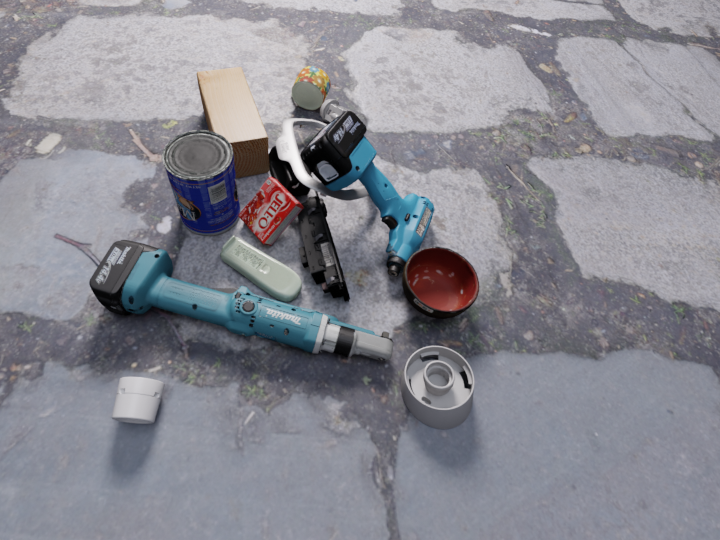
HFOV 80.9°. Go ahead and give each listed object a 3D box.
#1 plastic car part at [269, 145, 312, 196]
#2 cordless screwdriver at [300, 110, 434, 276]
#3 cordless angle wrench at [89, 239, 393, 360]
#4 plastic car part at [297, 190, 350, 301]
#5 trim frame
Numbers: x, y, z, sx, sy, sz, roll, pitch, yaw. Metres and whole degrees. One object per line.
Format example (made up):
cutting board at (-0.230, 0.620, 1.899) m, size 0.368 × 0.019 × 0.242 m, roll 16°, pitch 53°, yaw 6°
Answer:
plastic car part at (-0.121, -0.179, 0.769) m, size 0.068 × 0.065 × 0.121 m, roll -1°, pitch 53°, yaw -26°
cordless screwdriver at (0.014, -0.116, 0.669) m, size 0.239 × 0.077 × 0.160 m, roll 42°, pitch 55°, yaw -22°
cordless angle wrench at (-0.160, 0.060, 0.603) m, size 0.425 × 0.073 × 0.099 m, roll 15°, pitch 58°, yaw 2°
plastic car part at (-0.067, -0.044, 0.685) m, size 0.068 × 0.063 × 0.210 m, roll -19°, pitch 59°, yaw 10°
trim frame at (-0.063, -0.207, 0.771) m, size 0.177 × 0.027 × 0.259 m, roll 5°, pitch 46°, yaw -26°
